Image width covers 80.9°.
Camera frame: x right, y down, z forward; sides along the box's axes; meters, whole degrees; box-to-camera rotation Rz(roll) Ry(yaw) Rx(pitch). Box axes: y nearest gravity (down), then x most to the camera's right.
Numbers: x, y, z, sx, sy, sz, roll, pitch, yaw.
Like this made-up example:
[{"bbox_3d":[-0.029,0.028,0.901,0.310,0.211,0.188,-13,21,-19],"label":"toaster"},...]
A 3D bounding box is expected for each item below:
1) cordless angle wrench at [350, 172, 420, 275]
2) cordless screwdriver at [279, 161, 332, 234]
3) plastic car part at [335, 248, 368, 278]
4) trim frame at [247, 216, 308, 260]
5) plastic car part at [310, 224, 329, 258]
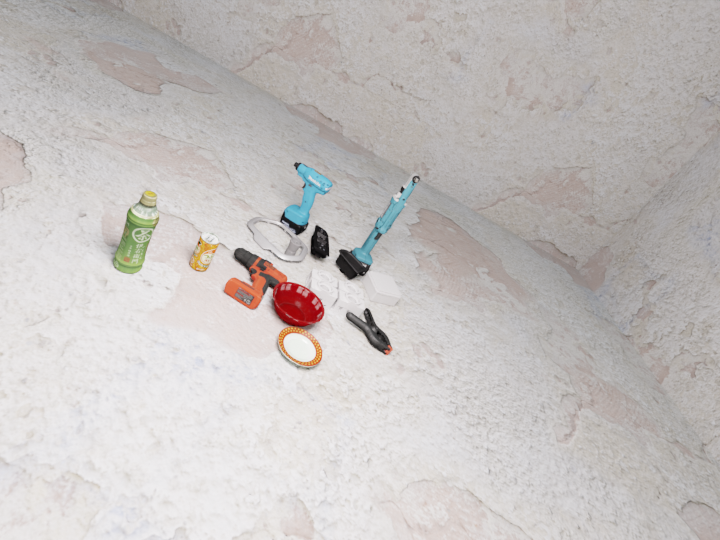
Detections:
[{"bbox_3d":[0.083,-0.165,1.497,0.072,0.422,0.101,24,30,-18],"label":"cordless angle wrench"},{"bbox_3d":[-0.221,-0.263,1.549,0.163,0.248,0.073,39,28,10],"label":"cordless screwdriver"},{"bbox_3d":[-0.044,-0.015,1.508,0.122,0.071,0.063,45,31,24],"label":"plastic car part"},{"bbox_3d":[-0.288,-0.111,1.475,0.259,0.027,0.177,43,30,21],"label":"trim frame"},{"bbox_3d":[-0.151,-0.099,1.544,0.064,0.067,0.209,24,29,-17],"label":"plastic car part"}]
